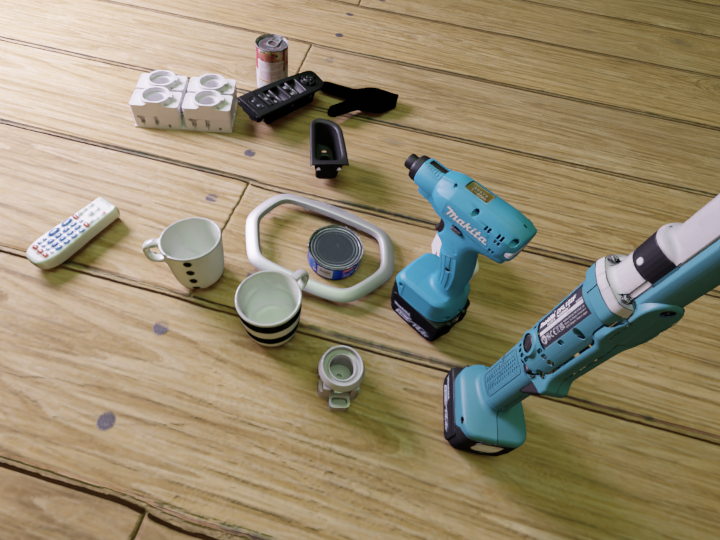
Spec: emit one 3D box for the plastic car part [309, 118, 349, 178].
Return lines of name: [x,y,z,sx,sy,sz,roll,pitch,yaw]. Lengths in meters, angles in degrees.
plastic car part: [-0.063,-0.211,0.767,0.065,0.069,0.120,-1,55,-9]

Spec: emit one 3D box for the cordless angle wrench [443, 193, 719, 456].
cordless angle wrench: [0.174,0.072,0.375,0.074,0.414,0.100,11,55,-3]

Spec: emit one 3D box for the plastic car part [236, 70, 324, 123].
plastic car part: [-0.153,-0.346,0.857,0.069,0.065,0.200,38,59,17]

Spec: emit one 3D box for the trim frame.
trim frame: [-0.066,-0.043,0.672,0.253,0.027,0.185,19,55,8]

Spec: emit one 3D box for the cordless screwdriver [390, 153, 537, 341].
cordless screwdriver: [0.096,-0.023,0.540,0.073,0.243,0.166,-33,66,-28]
